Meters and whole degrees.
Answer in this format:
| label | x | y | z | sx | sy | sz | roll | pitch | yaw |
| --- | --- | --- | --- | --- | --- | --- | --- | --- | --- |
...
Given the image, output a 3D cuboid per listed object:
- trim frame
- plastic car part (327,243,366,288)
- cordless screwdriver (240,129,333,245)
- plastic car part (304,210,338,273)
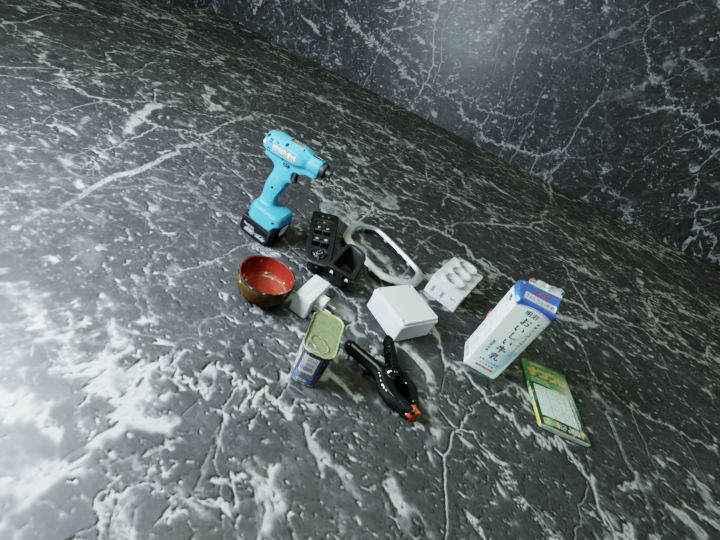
| label | x | y | z | sx | sy | sz | roll | pitch | yaw |
| --- | --- | --- | --- | --- | --- | --- | --- | --- | --- |
| trim frame | 0.058 | -0.044 | 1.099 | 0.177 | 0.027 | 0.261 | -13 | 48 | -42 |
| plastic car part | -0.034 | -0.002 | 0.945 | 0.067 | 0.070 | 0.116 | 29 | 33 | 4 |
| cordless screwdriver | -0.165 | -0.163 | 0.927 | 0.163 | 0.247 | 0.073 | 34 | 33 | 11 |
| plastic car part | -0.097 | -0.064 | 0.995 | 0.065 | 0.066 | 0.208 | 19 | 34 | -12 |
